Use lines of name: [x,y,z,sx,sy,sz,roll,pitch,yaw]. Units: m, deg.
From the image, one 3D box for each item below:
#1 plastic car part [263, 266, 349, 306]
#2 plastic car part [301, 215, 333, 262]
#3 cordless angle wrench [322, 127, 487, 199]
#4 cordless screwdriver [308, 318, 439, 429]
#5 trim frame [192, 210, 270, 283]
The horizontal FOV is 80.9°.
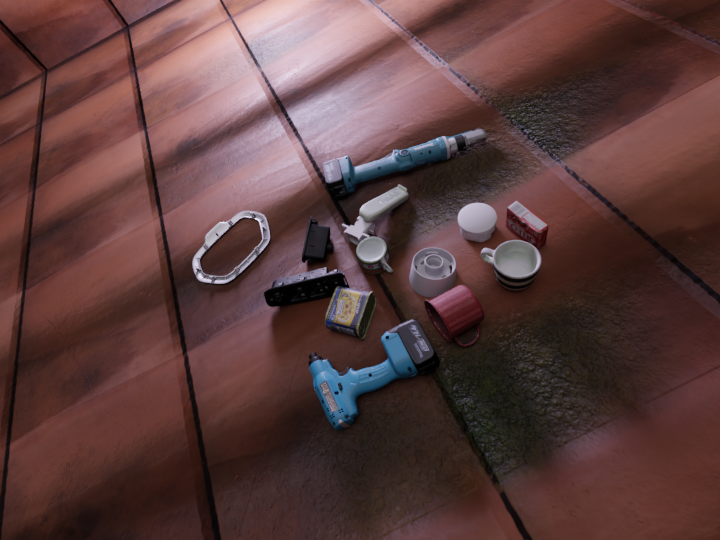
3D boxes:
plastic car part: [-0.132,0.033,0.992,0.205,0.063,0.069,-16,46,9]
plastic car part: [-0.103,-0.067,1.050,0.072,0.064,0.119,3,63,4]
cordless angle wrench: [0.115,-0.290,1.102,0.428,0.071,0.101,-15,56,8]
cordless screwdriver: [0.018,0.182,0.841,0.249,0.070,0.167,-33,55,2]
trim frame: [-0.355,-0.067,1.156,0.194,0.026,0.247,35,78,34]
